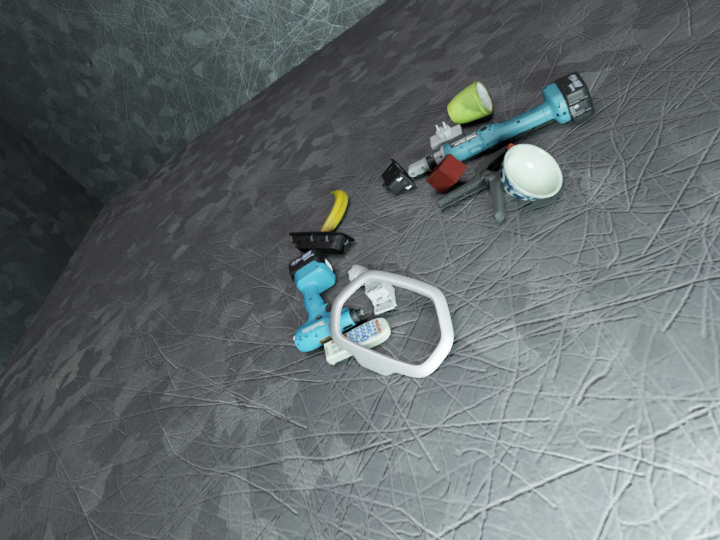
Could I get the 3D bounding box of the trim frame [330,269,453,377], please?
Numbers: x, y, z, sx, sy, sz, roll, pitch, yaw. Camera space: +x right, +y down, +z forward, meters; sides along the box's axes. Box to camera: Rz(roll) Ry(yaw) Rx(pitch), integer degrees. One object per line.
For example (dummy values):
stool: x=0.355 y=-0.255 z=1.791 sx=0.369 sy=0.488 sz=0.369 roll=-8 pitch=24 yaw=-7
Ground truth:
trim frame: x=0.050 y=0.096 z=0.786 sx=0.261 sy=0.026 sz=0.185 roll=14 pitch=78 yaw=31

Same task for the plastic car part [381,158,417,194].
plastic car part: x=0.091 y=-0.243 z=1.132 sx=0.071 sy=0.063 sz=0.121 roll=-46 pitch=31 yaw=16

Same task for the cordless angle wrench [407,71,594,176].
cordless angle wrench: x=0.307 y=-0.321 z=1.013 sx=0.435 sy=0.070 sz=0.100 roll=-20 pitch=40 yaw=28

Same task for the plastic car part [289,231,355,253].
plastic car part: x=-0.110 y=-0.072 z=1.122 sx=0.212 sy=0.062 sz=0.068 roll=-2 pitch=60 yaw=40

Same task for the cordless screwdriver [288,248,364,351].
cordless screwdriver: x=-0.083 y=0.053 z=0.965 sx=0.161 sy=0.070 sz=0.259 roll=-29 pitch=42 yaw=14
